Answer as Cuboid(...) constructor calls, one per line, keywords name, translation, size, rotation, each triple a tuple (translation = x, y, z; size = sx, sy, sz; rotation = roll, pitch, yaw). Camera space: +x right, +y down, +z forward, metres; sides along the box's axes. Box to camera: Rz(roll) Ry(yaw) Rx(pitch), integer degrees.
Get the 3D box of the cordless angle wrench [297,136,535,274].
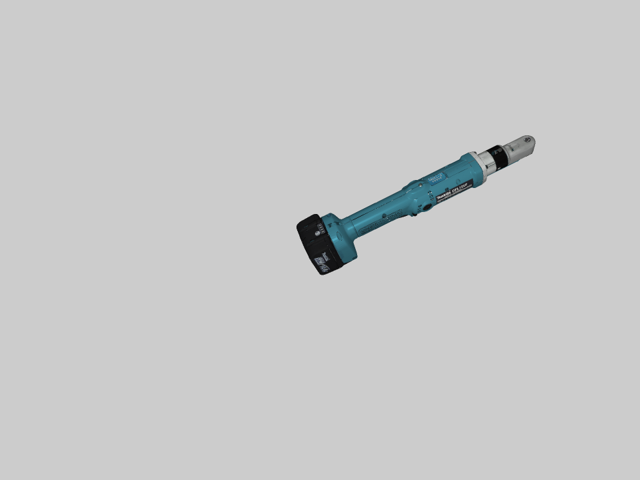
Cuboid(name="cordless angle wrench", translation=(0.168, -0.073, 0.721), size=(0.423, 0.074, 0.098), rotation=(-26, -32, 3))
